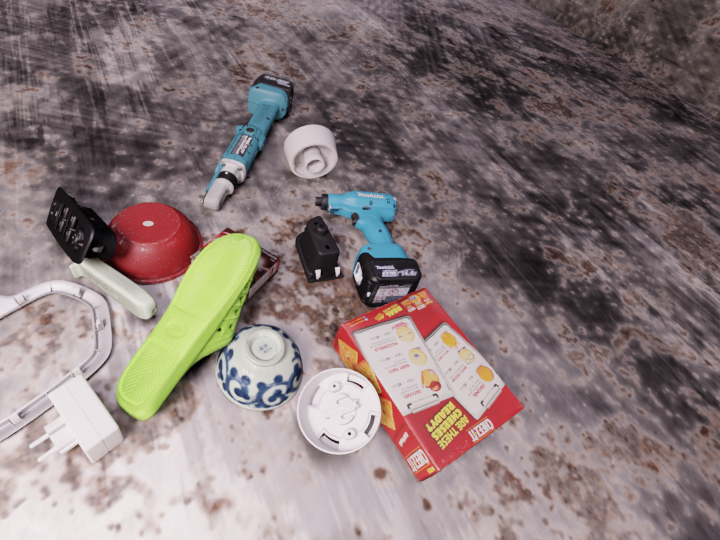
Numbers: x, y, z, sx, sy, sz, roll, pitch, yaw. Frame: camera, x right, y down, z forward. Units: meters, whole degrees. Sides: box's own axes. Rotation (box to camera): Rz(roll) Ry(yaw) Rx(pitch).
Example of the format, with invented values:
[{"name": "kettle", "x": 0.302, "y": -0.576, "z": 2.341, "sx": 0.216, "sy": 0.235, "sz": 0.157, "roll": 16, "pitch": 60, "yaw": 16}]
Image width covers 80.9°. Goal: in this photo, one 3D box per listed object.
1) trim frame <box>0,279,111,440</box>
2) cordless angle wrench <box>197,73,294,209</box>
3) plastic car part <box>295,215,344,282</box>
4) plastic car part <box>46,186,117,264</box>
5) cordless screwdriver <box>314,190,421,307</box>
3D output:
[{"name": "trim frame", "x": -0.436, "y": 0.104, "z": 0.526, "sx": 0.190, "sy": 0.027, "sz": 0.245, "roll": 34, "pitch": 51, "yaw": 16}, {"name": "cordless angle wrench", "x": -0.234, "y": -0.274, "z": 0.885, "sx": 0.097, "sy": 0.073, "sz": 0.431, "roll": 14, "pitch": 50, "yaw": -4}, {"name": "plastic car part", "x": -0.071, "y": -0.046, "z": 0.726, "sx": 0.064, "sy": 0.070, "sz": 0.122, "roll": -7, "pitch": 55, "yaw": -25}, {"name": "plastic car part", "x": -0.408, "y": -0.060, "z": 0.619, "sx": 0.215, "sy": 0.066, "sz": 0.063, "roll": 29, "pitch": 1, "yaw": 44}, {"name": "cordless screwdriver", "x": 0.006, "y": -0.055, "z": 0.754, "sx": 0.156, "sy": 0.073, "sz": 0.259, "roll": 2, "pitch": 46, "yaw": -14}]
